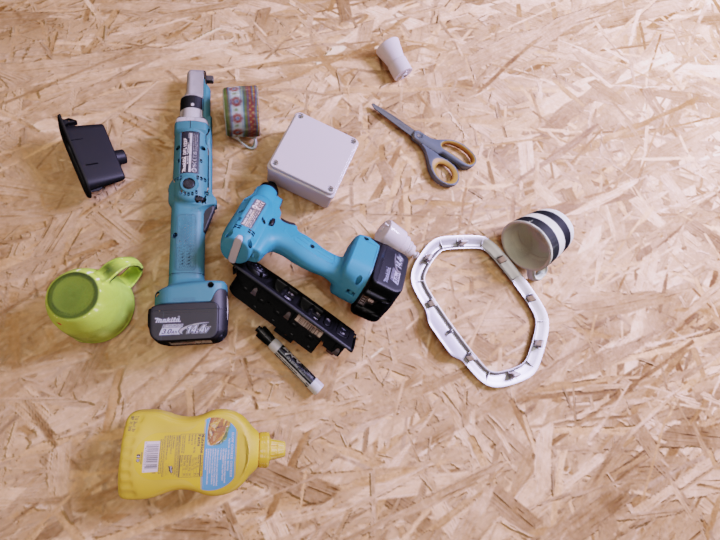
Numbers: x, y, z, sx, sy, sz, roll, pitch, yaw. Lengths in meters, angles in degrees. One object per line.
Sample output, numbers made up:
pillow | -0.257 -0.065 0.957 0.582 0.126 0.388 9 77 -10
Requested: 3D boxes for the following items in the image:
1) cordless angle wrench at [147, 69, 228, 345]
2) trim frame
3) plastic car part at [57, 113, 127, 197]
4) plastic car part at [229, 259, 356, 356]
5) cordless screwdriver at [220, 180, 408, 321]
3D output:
cordless angle wrench | -0.241 -0.111 0.607 0.096 0.074 0.432 -2 72 -11
trim frame | 0.186 0.054 0.648 0.182 0.027 0.251 -32 83 -15
plastic car part | -0.377 -0.163 0.608 0.069 0.067 0.118 -26 84 -31
plastic car part | -0.102 0.053 0.585 0.203 0.066 0.067 40 110 1
cordless screwdriver | -0.059 -0.039 0.602 0.246 0.074 0.162 23 42 -6
